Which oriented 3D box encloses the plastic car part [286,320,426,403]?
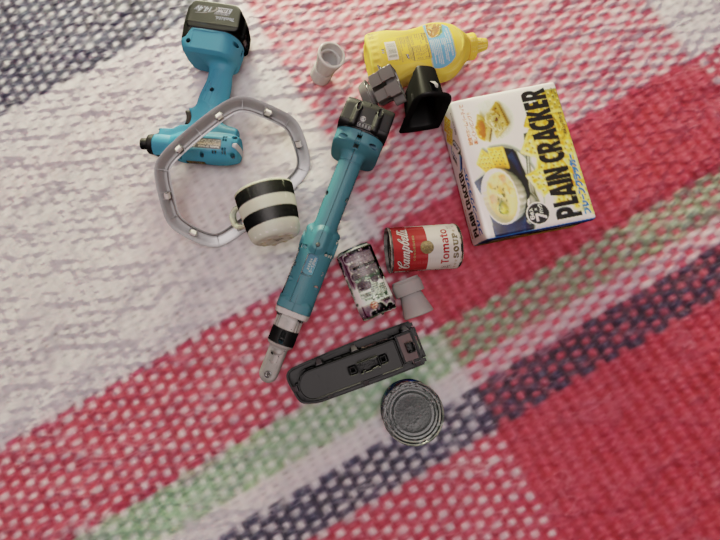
[{"bbox_3d":[-0.006,0.140,0.601,0.203,0.067,0.066,-20,90,1],"label":"plastic car part"}]

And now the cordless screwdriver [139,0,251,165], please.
[{"bbox_3d":[-0.260,-0.293,0.674,0.160,0.074,0.250,4,85,2],"label":"cordless screwdriver"}]

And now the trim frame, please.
[{"bbox_3d":[-0.188,-0.144,0.636,0.248,0.029,0.177,-41,115,-5],"label":"trim frame"}]

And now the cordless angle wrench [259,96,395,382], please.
[{"bbox_3d":[-0.060,-0.040,0.618,0.074,0.098,0.423,21,85,-2],"label":"cordless angle wrench"}]

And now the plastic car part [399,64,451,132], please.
[{"bbox_3d":[0.093,-0.263,0.633,0.066,0.115,0.072,-9,80,-3],"label":"plastic car part"}]
